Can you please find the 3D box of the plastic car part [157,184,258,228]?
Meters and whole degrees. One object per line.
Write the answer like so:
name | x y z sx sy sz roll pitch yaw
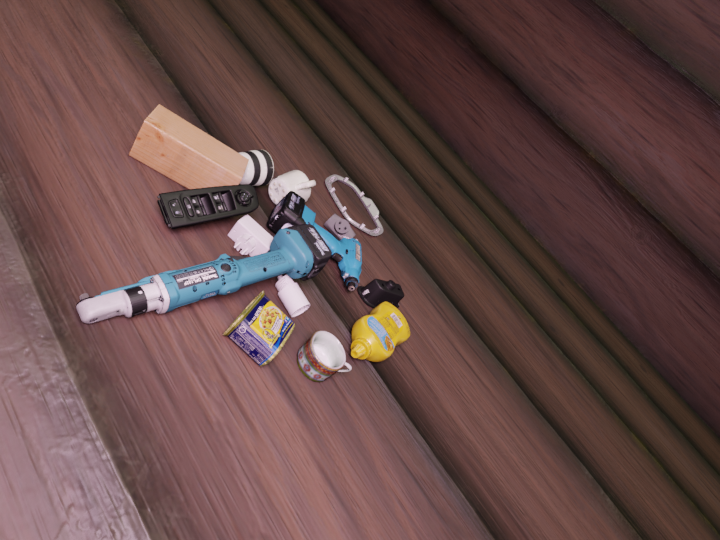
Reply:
plastic car part | -0.284 -0.118 0.805 0.196 0.068 0.067 -22 79 -40

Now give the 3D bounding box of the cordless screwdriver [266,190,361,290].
cordless screwdriver | -0.095 -0.062 0.967 0.239 0.075 0.164 34 32 -24

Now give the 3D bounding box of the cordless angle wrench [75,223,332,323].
cordless angle wrench | -0.227 0.008 0.691 0.408 0.075 0.101 -20 66 -44

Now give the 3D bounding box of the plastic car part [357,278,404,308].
plastic car part | 0.058 0.052 1.004 0.110 0.072 0.069 20 38 -39

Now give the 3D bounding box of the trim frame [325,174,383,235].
trim frame | -0.016 -0.202 1.272 0.175 0.028 0.259 4 46 -48
